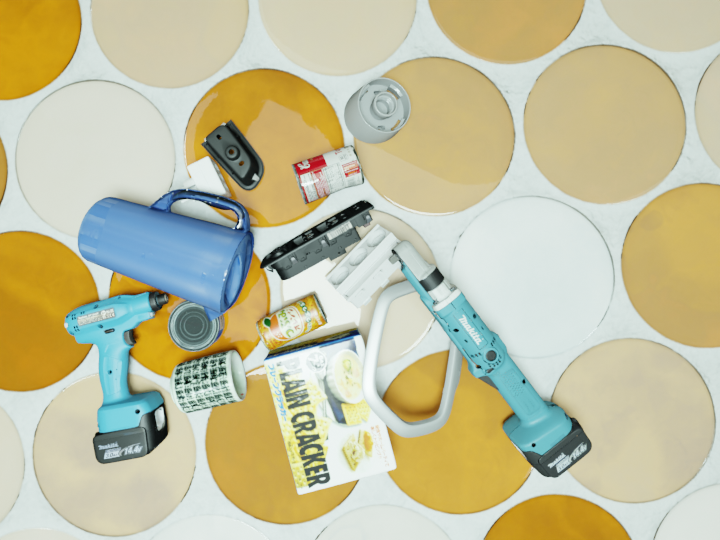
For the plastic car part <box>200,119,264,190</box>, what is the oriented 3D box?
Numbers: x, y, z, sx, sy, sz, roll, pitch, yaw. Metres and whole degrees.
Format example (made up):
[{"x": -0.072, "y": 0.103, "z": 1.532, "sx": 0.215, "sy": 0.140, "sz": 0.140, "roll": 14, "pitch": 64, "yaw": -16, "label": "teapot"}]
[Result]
[{"x": -0.206, "y": -0.189, "z": 0.683, "sx": 0.066, "sy": 0.070, "sz": 0.117, "roll": -40, "pitch": 87, "yaw": 0, "label": "plastic car part"}]

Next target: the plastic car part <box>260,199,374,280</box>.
[{"x": -0.067, "y": -0.044, "z": 0.688, "sx": 0.203, "sy": 0.069, "sz": 0.064, "roll": -26, "pitch": 117, "yaw": -2, "label": "plastic car part"}]

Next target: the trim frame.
[{"x": 0.090, "y": 0.131, "z": 0.664, "sx": 0.178, "sy": 0.028, "sz": 0.251, "roll": 15, "pitch": 74, "yaw": -18, "label": "trim frame"}]

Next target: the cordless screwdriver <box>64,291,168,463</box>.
[{"x": -0.364, "y": 0.161, "z": 0.677, "sx": 0.159, "sy": 0.074, "sz": 0.250, "roll": -16, "pitch": 85, "yaw": -1, "label": "cordless screwdriver"}]

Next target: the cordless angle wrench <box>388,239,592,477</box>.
[{"x": 0.185, "y": 0.123, "z": 0.642, "sx": 0.098, "sy": 0.075, "sz": 0.417, "roll": -38, "pitch": 97, "yaw": -1, "label": "cordless angle wrench"}]
